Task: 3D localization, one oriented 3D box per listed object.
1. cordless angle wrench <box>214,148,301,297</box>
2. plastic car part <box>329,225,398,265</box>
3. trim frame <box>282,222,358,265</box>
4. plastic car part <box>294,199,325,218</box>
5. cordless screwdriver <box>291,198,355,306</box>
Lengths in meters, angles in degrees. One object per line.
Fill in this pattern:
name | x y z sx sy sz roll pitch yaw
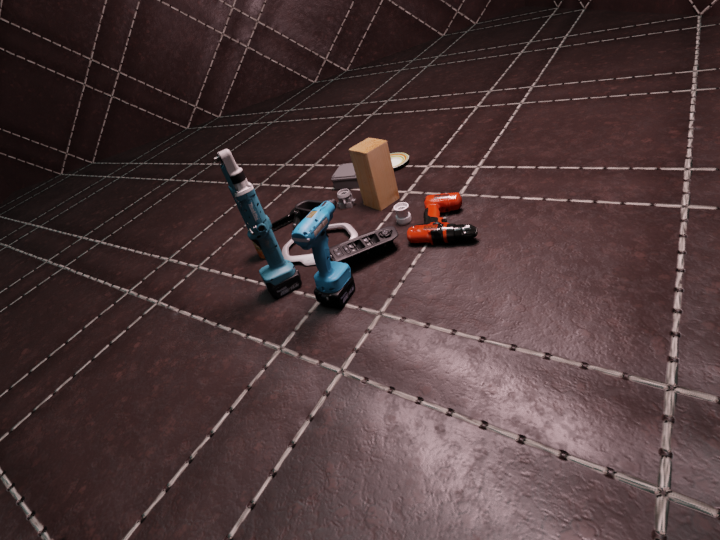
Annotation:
cordless angle wrench | -0.261 -0.114 1.077 0.097 0.405 0.078 -27 35 -14
plastic car part | 0.015 -0.061 1.166 0.201 0.064 0.070 -26 35 -8
trim frame | -0.127 -0.083 1.294 0.255 0.026 0.187 -8 38 17
plastic car part | -0.157 -0.192 1.416 0.123 0.068 0.065 11 44 35
cordless screwdriver | -0.077 -0.043 1.038 0.078 0.238 0.158 6 41 31
